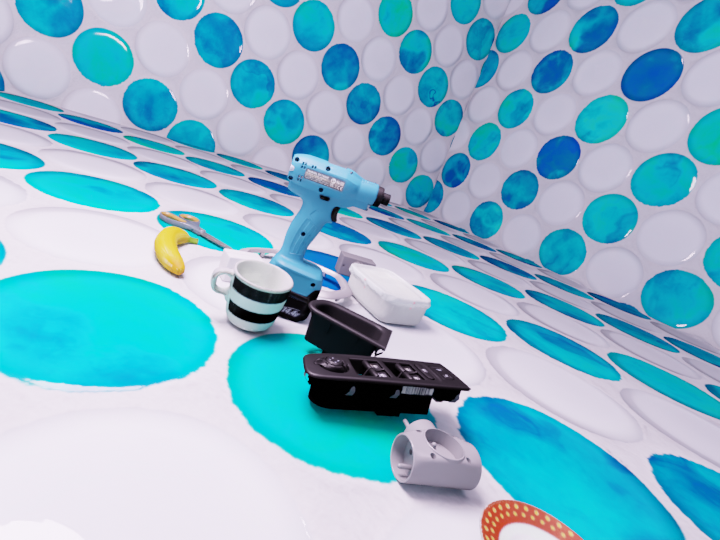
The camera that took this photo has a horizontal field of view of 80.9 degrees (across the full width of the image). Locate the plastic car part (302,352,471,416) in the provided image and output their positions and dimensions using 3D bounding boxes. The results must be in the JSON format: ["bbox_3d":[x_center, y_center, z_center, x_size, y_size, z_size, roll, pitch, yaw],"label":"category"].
[{"bbox_3d":[0.021,0.134,0.496,0.196,0.066,0.069,14,16,-20],"label":"plastic car part"}]

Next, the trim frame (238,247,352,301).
[{"bbox_3d":[-0.132,0.004,0.841,0.255,0.027,0.180,23,15,13],"label":"trim frame"}]

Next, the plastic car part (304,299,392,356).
[{"bbox_3d":[-0.025,0.093,0.576,0.119,0.070,0.065,23,14,11],"label":"plastic car part"}]

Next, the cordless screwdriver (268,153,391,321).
[{"bbox_3d":[-0.065,-0.042,0.663,0.158,0.247,0.075,19,14,-5],"label":"cordless screwdriver"}]
